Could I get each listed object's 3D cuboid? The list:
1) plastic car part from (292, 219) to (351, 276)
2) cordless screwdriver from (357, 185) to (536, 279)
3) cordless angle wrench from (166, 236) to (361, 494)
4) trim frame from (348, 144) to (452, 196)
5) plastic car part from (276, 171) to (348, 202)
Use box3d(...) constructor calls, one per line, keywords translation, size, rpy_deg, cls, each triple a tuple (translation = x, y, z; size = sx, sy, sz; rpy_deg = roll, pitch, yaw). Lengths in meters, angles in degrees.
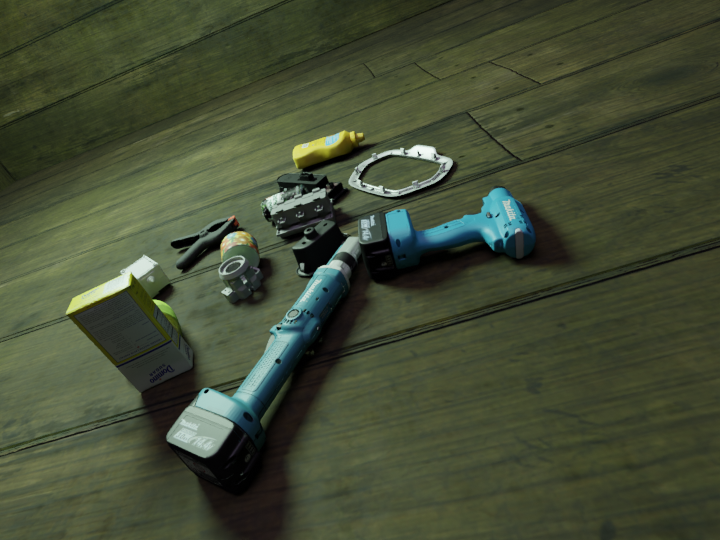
box3d(translation=(-0.073, -0.048, 0.752), size=(0.115, 0.068, 0.070), rpy_deg=(-40, 36, -28), cls="plastic car part")
box3d(translation=(0.124, -0.069, 0.664), size=(0.254, 0.071, 0.162), rpy_deg=(-9, 37, 14), cls="cordless screwdriver")
box3d(translation=(-0.088, 0.081, 0.595), size=(0.102, 0.071, 0.422), rpy_deg=(2, 40, 31), cls="cordless angle wrench")
box3d(translation=(0.080, -0.223, 0.927), size=(0.182, 0.026, 0.263), rpy_deg=(-37, 35, -19), cls="trim frame")
box3d(translation=(-0.131, -0.197, 0.991), size=(0.214, 0.064, 0.066), rpy_deg=(10, 53, 43), cls="plastic car part")
